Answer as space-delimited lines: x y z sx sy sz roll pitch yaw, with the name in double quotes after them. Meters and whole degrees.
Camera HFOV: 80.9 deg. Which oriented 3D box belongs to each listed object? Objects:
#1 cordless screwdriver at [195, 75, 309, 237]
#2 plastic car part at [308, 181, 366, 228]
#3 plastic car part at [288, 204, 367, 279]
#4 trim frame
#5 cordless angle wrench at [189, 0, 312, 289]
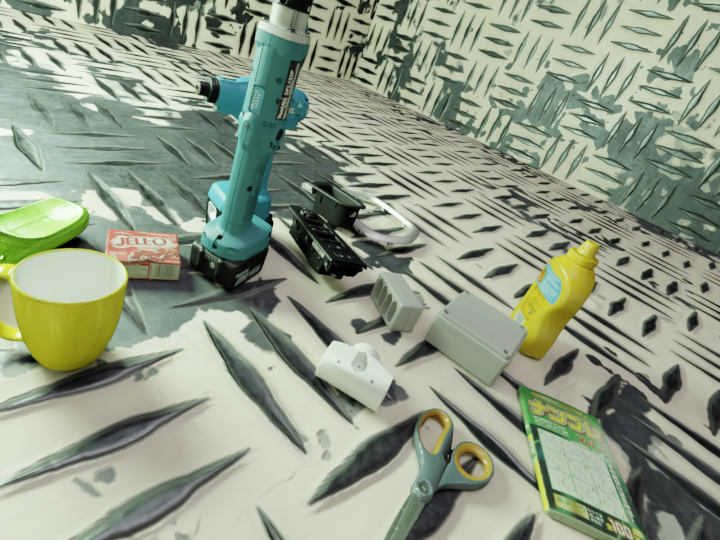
-0.179 -0.155 0.620 0.152 0.246 0.078 -4 38 -40 "cordless screwdriver"
-0.051 -0.120 0.823 0.063 0.070 0.123 -10 41 -44 "plastic car part"
-0.067 -0.044 0.686 0.063 0.066 0.214 2 33 -32 "plastic car part"
0.017 -0.120 0.910 0.176 0.027 0.263 -6 38 -39 "trim frame"
-0.117 -0.171 0.506 0.076 0.419 0.096 29 28 11 "cordless angle wrench"
